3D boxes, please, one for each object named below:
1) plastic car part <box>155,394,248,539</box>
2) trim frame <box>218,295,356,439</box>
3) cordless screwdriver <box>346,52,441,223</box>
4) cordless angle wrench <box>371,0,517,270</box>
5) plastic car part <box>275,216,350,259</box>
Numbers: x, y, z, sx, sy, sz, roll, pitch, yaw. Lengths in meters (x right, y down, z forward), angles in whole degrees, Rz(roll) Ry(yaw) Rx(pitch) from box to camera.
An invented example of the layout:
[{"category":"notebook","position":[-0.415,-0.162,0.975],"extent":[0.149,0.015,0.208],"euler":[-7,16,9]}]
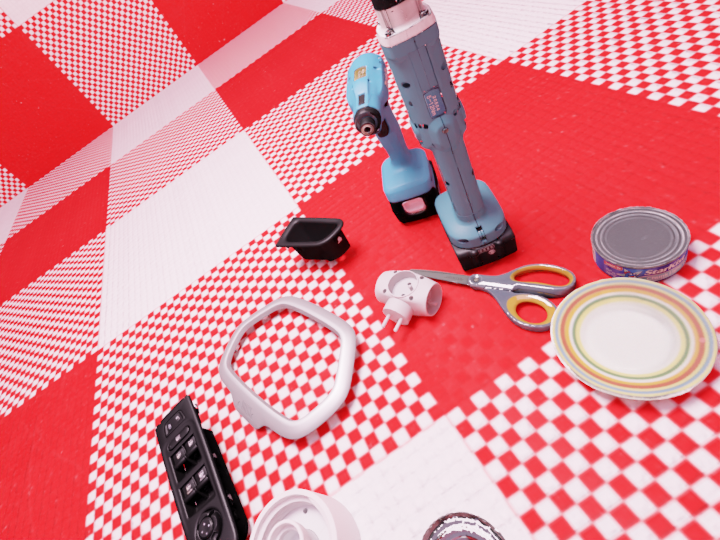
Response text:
[{"category":"plastic car part","position":[-0.189,0.252,0.509],"extent":[0.066,0.063,0.215],"euler":[-41,43,-7]},{"category":"trim frame","position":[-0.109,0.126,0.596],"extent":[0.263,0.026,0.183],"euler":[19,65,42]},{"category":"cordless screwdriver","position":[0.048,-0.163,0.595],"extent":[0.076,0.236,0.164],"euler":[-16,45,19]},{"category":"cordless angle wrench","position":[0.082,-0.160,0.449],"extent":[0.075,0.401,0.102],"euler":[-23,43,12]},{"category":"plastic car part","position":[-0.067,-0.044,0.688],"extent":[0.122,0.067,0.066],"euler":[6,56,36]}]
